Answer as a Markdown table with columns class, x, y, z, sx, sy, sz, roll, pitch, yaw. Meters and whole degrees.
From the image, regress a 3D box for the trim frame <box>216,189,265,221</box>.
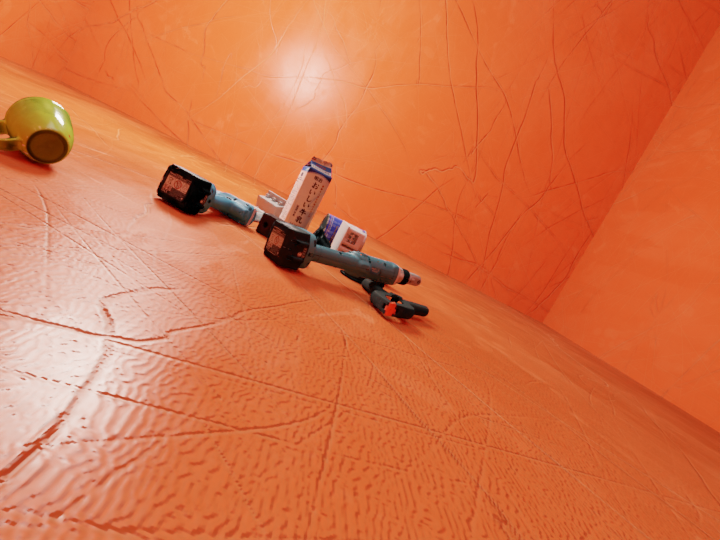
| class | x | y | z | sx | sy | sz | roll | pitch | yaw |
| --- | --- | --- | --- | --- | --- | --- | --- | --- | --- |
| trim frame | -0.360 | -0.188 | 1.210 | 0.191 | 0.027 | 0.240 | 28 | 6 | 18 |

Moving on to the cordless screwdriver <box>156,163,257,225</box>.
| class | x | y | z | sx | sy | sz | roll | pitch | yaw |
| --- | --- | --- | --- | --- | --- | --- | --- | --- | --- |
| cordless screwdriver | -0.352 | -0.170 | 0.949 | 0.165 | 0.074 | 0.240 | 29 | 4 | 16 |

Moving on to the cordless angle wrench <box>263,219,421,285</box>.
| class | x | y | z | sx | sy | sz | roll | pitch | yaw |
| --- | --- | --- | --- | --- | --- | --- | --- | --- | --- |
| cordless angle wrench | -0.008 | -0.014 | 0.923 | 0.401 | 0.074 | 0.103 | 15 | 10 | -38 |

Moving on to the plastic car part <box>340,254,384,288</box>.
| class | x | y | z | sx | sy | sz | roll | pitch | yaw |
| --- | --- | --- | --- | --- | --- | --- | --- | --- | --- |
| plastic car part | 0.016 | -0.001 | 1.056 | 0.111 | 0.071 | 0.069 | 26 | 6 | -28 |

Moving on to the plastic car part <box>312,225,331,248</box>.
| class | x | y | z | sx | sy | sz | roll | pitch | yaw |
| --- | --- | --- | --- | --- | --- | --- | --- | --- | --- |
| plastic car part | -0.115 | -0.075 | 1.179 | 0.066 | 0.066 | 0.205 | 52 | 3 | -9 |
